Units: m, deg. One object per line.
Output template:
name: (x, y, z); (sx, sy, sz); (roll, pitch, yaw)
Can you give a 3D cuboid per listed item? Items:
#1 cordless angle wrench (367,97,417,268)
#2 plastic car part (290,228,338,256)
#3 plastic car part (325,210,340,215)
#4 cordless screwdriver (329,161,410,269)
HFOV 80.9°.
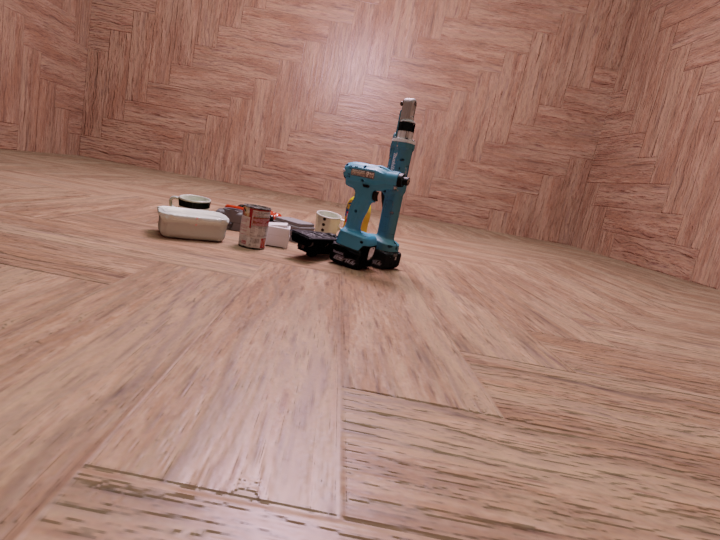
cordless angle wrench: (0.085, -0.216, 1.063); (0.103, 0.420, 0.071); (18, 12, 37)
plastic car part: (-0.104, -0.068, 1.068); (0.069, 0.066, 0.196); (15, 13, 23)
plastic car part: (-0.124, -0.189, 1.607); (0.067, 0.070, 0.115); (12, 11, 8)
cordless screwdriver: (0.019, -0.126, 1.005); (0.167, 0.247, 0.071); (16, 11, 27)
